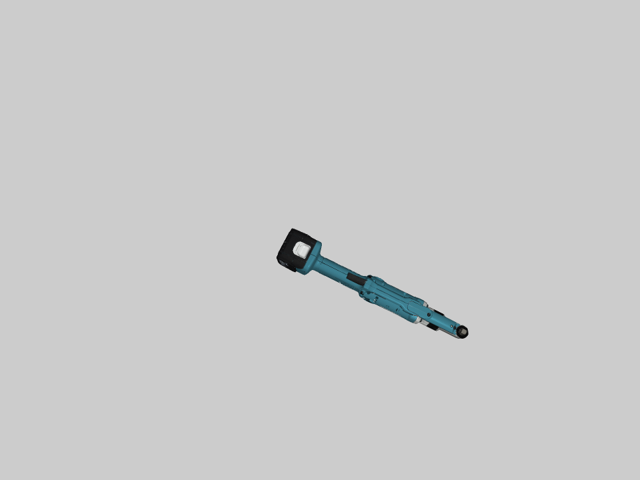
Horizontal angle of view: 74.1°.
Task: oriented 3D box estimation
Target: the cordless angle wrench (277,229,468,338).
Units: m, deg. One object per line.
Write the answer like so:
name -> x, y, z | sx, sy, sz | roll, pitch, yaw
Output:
cordless angle wrench -> 0.112, 0.105, 0.898 | 0.423, 0.074, 0.098 | 26, -13, 5
